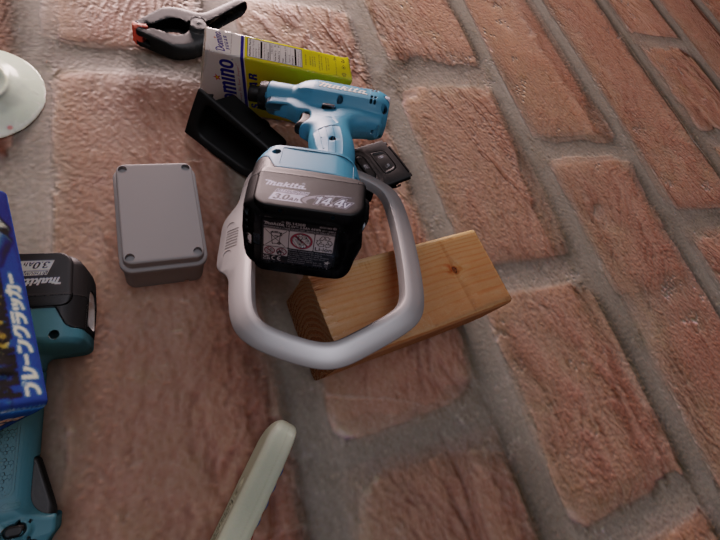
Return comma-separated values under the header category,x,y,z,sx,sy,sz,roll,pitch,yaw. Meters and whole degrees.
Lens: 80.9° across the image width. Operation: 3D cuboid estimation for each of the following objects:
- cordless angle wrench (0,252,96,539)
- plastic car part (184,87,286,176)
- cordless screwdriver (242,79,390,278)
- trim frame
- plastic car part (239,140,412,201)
category,x,y,z,sx,sy,sz,roll,pitch,yaw
cordless angle wrench,-0.244,0.197,0.286,0.095,0.075,0.434,-2,68,-21
plastic car part,-0.140,-0.167,0.511,0.116,0.066,0.071,36,44,-5
cordless screwdriver,-0.059,-0.114,0.407,0.160,0.072,0.254,10,46,0
trim frame,-0.039,-0.025,0.394,0.182,0.027,0.257,1,53,-8
plastic car part,-0.046,-0.091,0.494,0.198,0.067,0.068,-22,73,-23
